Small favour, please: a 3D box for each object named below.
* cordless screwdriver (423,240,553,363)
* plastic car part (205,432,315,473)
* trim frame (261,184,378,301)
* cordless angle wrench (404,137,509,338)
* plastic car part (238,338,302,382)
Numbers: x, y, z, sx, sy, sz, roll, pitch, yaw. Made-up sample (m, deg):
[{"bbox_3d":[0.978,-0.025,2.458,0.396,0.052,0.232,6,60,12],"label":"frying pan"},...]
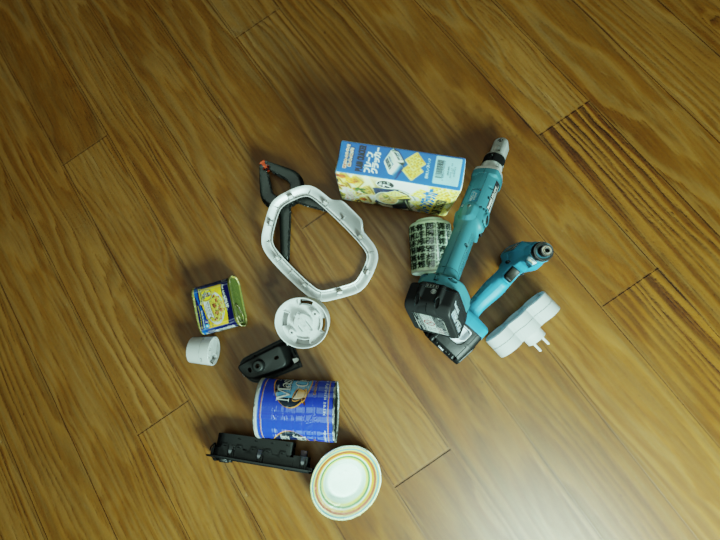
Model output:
[{"bbox_3d":[0.222,0.046,0.728,0.075,0.157,0.248,43,88,5],"label":"cordless screwdriver"},{"bbox_3d":[-0.185,0.331,0.774,0.205,0.064,0.068,1,71,7],"label":"plastic car part"},{"bbox_3d":[-0.081,-0.053,0.830,0.184,0.027,0.250,-45,87,-2],"label":"trim frame"},{"bbox_3d":[0.194,-0.088,0.740,0.078,0.093,0.424,8,58,33],"label":"cordless angle wrench"},{"bbox_3d":[-0.179,0.175,0.799,0.116,0.069,0.067,-24,78,-2],"label":"plastic car part"}]
